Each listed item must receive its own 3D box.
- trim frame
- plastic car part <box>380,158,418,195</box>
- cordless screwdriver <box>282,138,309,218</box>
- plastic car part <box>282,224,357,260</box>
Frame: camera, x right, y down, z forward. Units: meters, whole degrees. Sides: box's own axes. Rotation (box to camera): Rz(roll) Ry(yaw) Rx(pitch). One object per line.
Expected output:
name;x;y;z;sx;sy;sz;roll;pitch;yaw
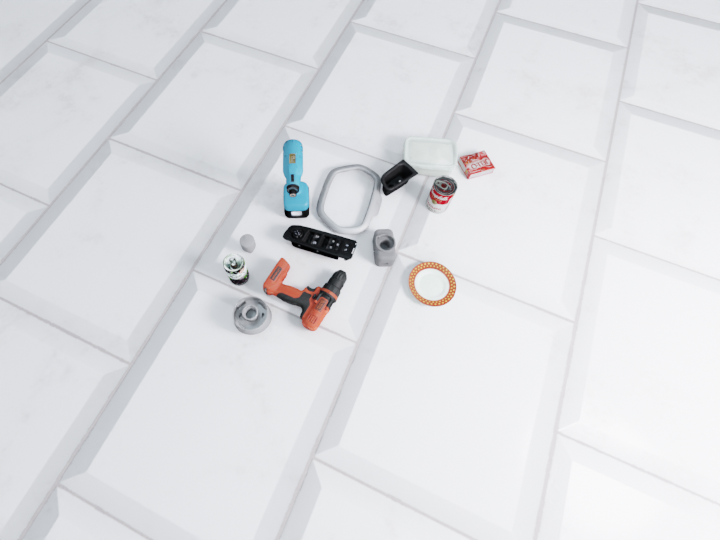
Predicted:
trim frame;-0.029;-0.217;1.265;0.187;0.027;0.251;14;65;6
plastic car part;0.103;-0.266;1.265;0.115;0.069;0.068;-38;73;-17
cordless screwdriver;-0.177;-0.217;1.146;0.074;0.243;0.163;-1;66;-5
plastic car part;-0.115;-0.075;1.176;0.206;0.065;0.067;19;66;8
